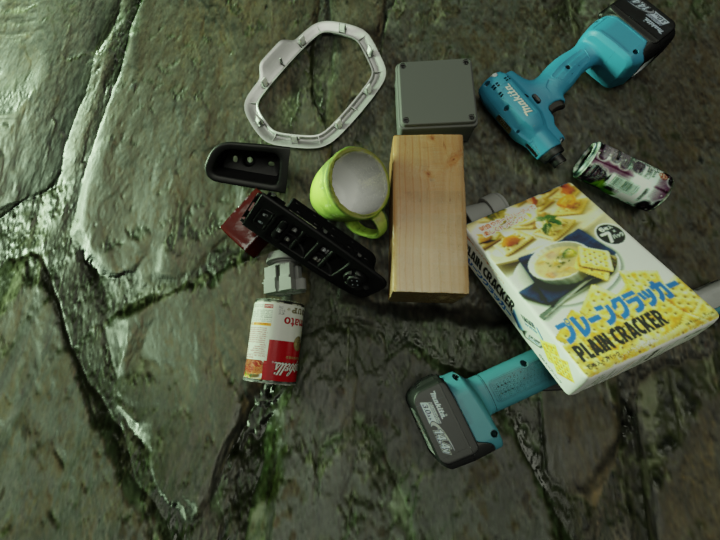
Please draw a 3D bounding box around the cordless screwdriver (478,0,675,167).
[{"bbox_3d":[0.316,-0.264,0.601,0.249,0.072,0.163,-32,76,0],"label":"cordless screwdriver"}]

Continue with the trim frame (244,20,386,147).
[{"bbox_3d":[-0.073,-0.299,0.671,0.189,0.027,0.248,37,83,14],"label":"trim frame"}]

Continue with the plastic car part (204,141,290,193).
[{"bbox_3d":[-0.160,-0.157,0.619,0.117,0.072,0.065,8,109,0],"label":"plastic car part"}]

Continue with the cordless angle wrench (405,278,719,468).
[{"bbox_3d":[0.264,0.103,0.511,0.421,0.073,0.100,-23,75,-3],"label":"cordless angle wrench"}]

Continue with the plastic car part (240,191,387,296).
[{"bbox_3d":[-0.055,-0.036,0.558,0.200,0.067,0.067,37,126,-8],"label":"plastic car part"}]
